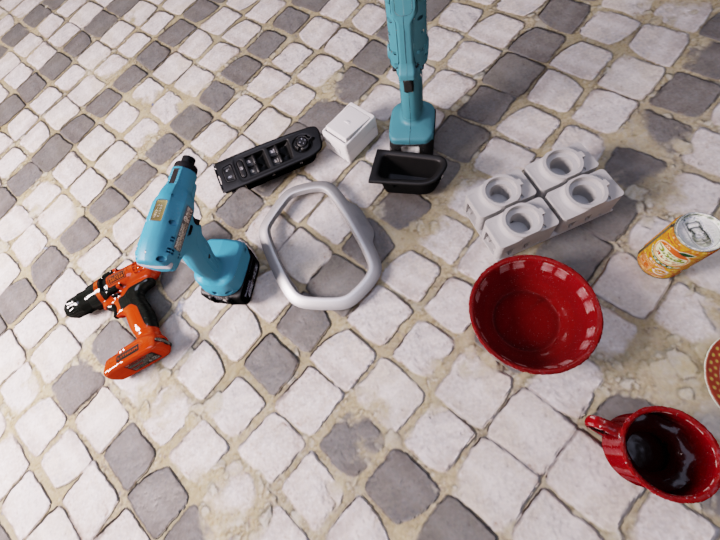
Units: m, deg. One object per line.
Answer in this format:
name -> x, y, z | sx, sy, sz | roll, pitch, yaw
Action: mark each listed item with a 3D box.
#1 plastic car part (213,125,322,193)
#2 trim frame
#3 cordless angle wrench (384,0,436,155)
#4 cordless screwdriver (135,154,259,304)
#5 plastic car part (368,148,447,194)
plastic car part -> -0.161, -0.197, 0.778 | 0.203, 0.064, 0.069 | -25, 66, 3
trim frame -> -0.070, -0.046, 0.714 | 0.184, 0.026, 0.259 | -30, 64, 0
cordless angle wrench -> 0.065, -0.301, 0.575 | 0.076, 0.407, 0.099 | 4, 70, 11
cordless screwdriver -> -0.229, -0.046, 0.636 | 0.076, 0.239, 0.161 | 4, 70, 11
plastic car part -> 0.080, -0.152, 0.698 | 0.120, 0.068, 0.066 | 11, 71, 17
